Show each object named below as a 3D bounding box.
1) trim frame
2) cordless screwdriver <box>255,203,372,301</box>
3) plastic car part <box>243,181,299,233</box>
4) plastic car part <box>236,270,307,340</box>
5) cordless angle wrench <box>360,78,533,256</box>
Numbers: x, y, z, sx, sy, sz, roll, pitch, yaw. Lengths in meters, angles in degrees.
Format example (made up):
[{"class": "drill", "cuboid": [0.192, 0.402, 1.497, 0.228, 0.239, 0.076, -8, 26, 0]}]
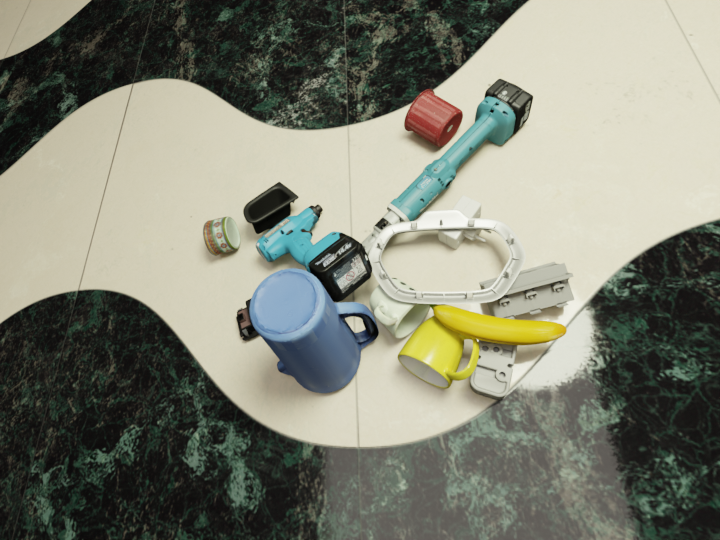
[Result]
[{"class": "trim frame", "cuboid": [0.135, -0.026, 0.696, 0.256, 0.026, 0.188, -2, 53, 18]}, {"class": "cordless screwdriver", "cuboid": [-0.076, -0.050, 0.781, 0.157, 0.071, 0.263, -42, 39, -19]}, {"class": "plastic car part", "cuboid": [-0.191, -0.121, 0.888, 0.115, 0.068, 0.069, -40, 61, -21]}, {"class": "plastic car part", "cuboid": [-0.151, 0.054, 0.803, 0.203, 0.064, 0.069, -24, 48, 2]}, {"class": "cordless angle wrench", "cuboid": [0.147, -0.178, 0.798, 0.422, 0.094, 0.078, -45, 67, -2]}]
